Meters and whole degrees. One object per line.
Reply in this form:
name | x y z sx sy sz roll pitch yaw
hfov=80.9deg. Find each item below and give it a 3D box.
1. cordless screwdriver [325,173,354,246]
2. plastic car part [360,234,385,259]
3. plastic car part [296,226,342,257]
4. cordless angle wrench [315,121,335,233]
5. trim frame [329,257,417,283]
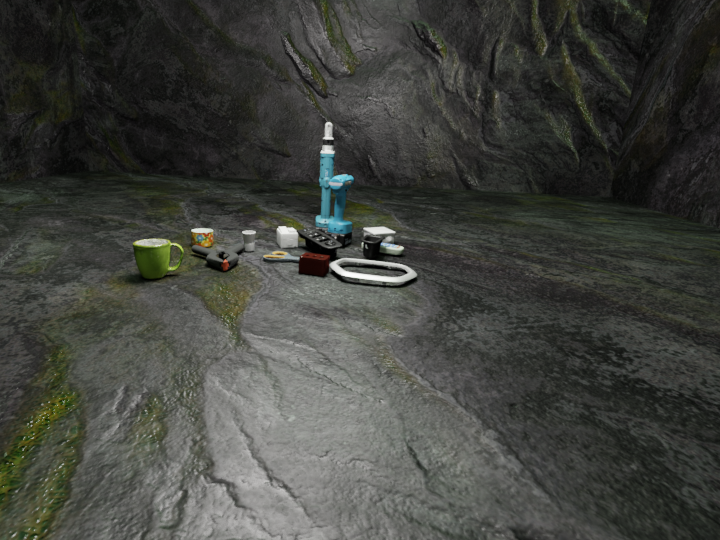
cordless screwdriver | -0.064 -0.216 1.502 0.077 0.245 0.156 9 17 18
plastic car part | 0.034 -0.072 1.355 0.068 0.070 0.115 8 18 16
plastic car part | -0.136 -0.089 1.396 0.064 0.066 0.214 -9 21 -35
cordless angle wrench | -0.125 -0.329 1.564 0.074 0.416 0.100 2 16 -4
trim frame | 0.035 0.000 1.207 0.252 0.027 0.185 4 18 7
